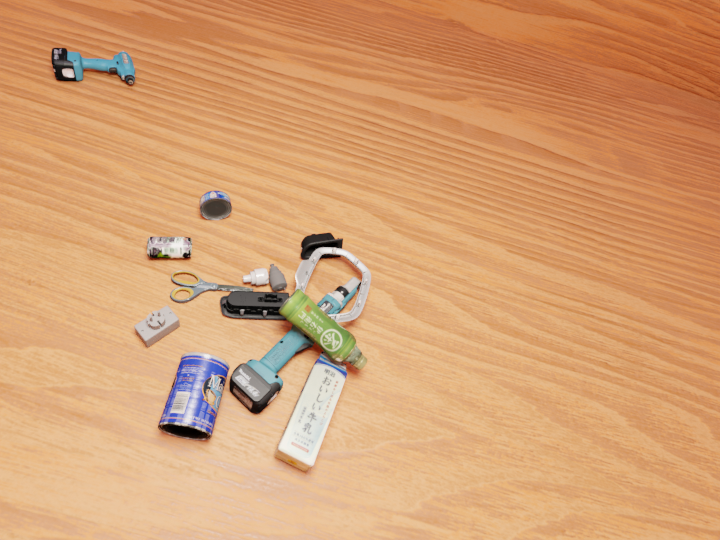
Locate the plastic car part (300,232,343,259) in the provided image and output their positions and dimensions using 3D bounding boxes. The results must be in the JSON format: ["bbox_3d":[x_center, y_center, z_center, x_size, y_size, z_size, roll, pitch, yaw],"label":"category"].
[{"bbox_3d":[-0.114,-0.075,1.167,0.114,0.064,0.074,-5,41,-14],"label":"plastic car part"}]

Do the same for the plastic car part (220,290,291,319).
[{"bbox_3d":[-0.236,0.081,1.017,0.200,0.066,0.068,1,61,-10],"label":"plastic car part"}]

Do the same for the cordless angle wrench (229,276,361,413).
[{"bbox_3d":[-0.126,0.141,0.991,0.101,0.073,0.417,36,52,12],"label":"cordless angle wrench"}]

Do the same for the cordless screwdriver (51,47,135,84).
[{"bbox_3d":[-0.899,-0.683,1.434,0.241,0.073,0.166,-13,58,-27],"label":"cordless screwdriver"}]

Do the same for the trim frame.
[{"bbox_3d":[-0.070,0.029,1.053,0.186,0.027,0.251,18,47,4],"label":"trim frame"}]
